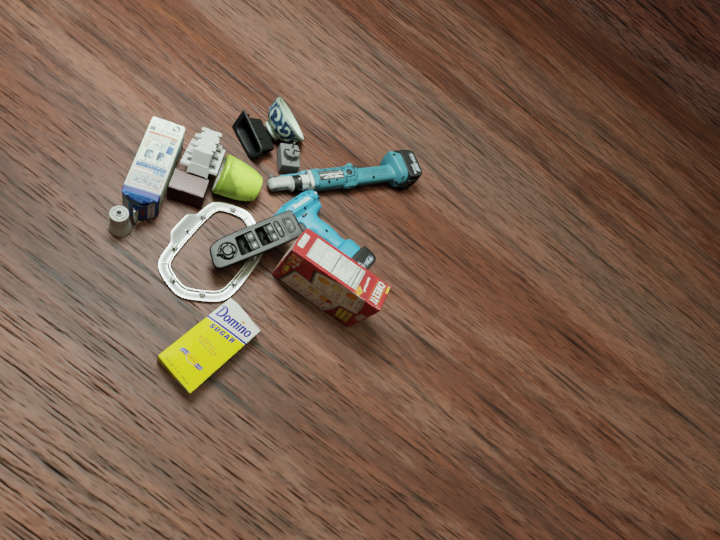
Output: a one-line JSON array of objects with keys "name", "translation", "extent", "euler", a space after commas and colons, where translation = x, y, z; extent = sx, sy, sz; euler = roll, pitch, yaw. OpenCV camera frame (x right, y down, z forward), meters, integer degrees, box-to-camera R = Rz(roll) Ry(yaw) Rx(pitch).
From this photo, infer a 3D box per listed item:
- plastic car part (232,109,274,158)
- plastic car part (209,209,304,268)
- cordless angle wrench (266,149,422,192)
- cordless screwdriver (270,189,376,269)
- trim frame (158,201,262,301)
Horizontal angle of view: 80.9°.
[{"name": "plastic car part", "translation": [-0.256, -0.332, 1.051], "extent": [0.069, 0.067, 0.118], "euler": [-24, 81, -46]}, {"name": "plastic car part", "translation": [-0.226, -0.061, 0.898], "extent": [0.198, 0.068, 0.066], "euler": [-26, 89, -26]}, {"name": "cordless angle wrench", "translation": [-0.038, -0.242, 1.092], "extent": [0.410, 0.075, 0.100], "euler": [-13, 73, -25]}, {"name": "cordless screwdriver", "translation": [-0.096, -0.063, 0.980], "extent": [0.252, 0.074, 0.156], "euler": [47, 58, 7]}, {"name": "trim frame", "translation": [-0.313, -0.045, 0.906], "extent": [0.183, 0.028, 0.248], "euler": [34, 60, -4]}]
